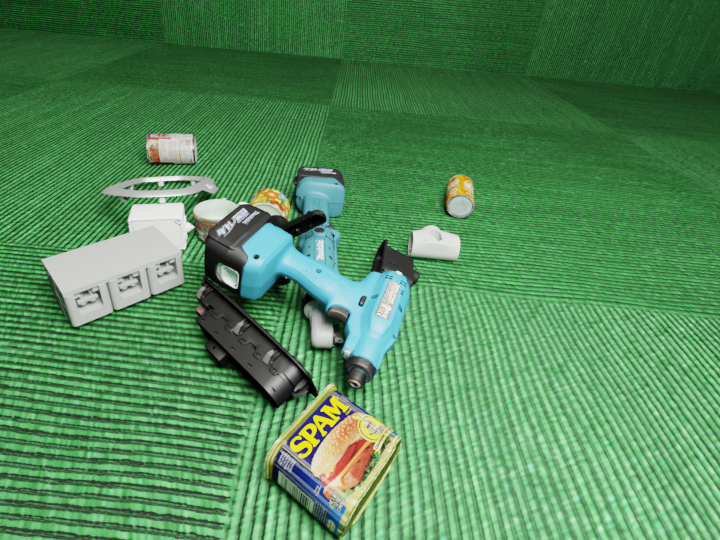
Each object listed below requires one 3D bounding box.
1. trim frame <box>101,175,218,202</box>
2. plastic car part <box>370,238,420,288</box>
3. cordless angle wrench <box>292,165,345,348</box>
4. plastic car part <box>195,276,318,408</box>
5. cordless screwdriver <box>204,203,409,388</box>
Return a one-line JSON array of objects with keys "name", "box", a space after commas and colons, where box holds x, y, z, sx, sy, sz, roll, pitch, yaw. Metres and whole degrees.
[{"name": "trim frame", "box": [-0.361, -0.153, 0.783, 0.183, 0.027, 0.255, -3, 17, -6]}, {"name": "plastic car part", "box": [0.054, 0.003, 0.639, 0.071, 0.065, 0.117, 24, 32, -1]}, {"name": "cordless angle wrench", "box": [-0.066, -0.043, 0.678, 0.097, 0.072, 0.437, 2, 37, -8]}, {"name": "plastic car part", "box": [-0.134, 0.086, 0.488, 0.214, 0.064, 0.066, 29, 50, 30]}, {"name": "cordless screwdriver", "box": [-0.072, 0.025, 0.500, 0.253, 0.073, 0.159, 24, 44, 7]}]
